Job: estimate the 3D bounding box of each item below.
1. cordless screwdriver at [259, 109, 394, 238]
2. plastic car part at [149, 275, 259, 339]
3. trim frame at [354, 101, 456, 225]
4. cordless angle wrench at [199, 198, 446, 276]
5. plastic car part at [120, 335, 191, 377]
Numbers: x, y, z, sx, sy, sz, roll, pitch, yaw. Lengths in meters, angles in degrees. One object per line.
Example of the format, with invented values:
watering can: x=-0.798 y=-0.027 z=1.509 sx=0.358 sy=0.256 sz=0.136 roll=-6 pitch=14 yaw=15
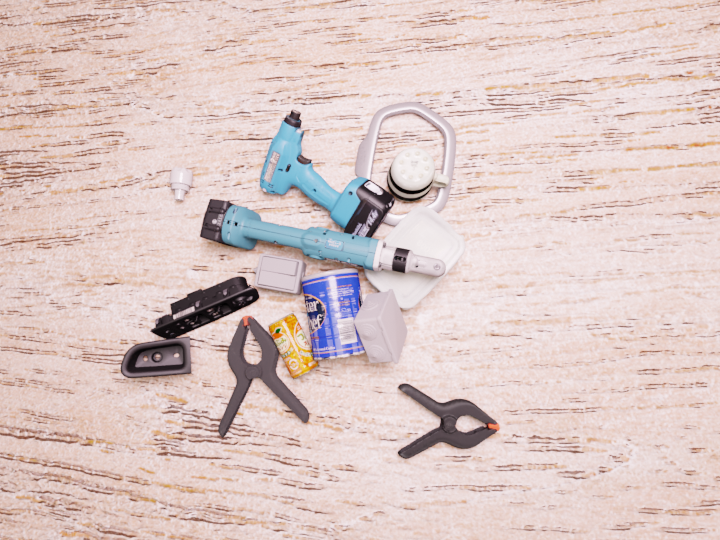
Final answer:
cordless screwdriver: x=-0.058 y=-0.166 z=0.756 sx=0.254 sy=0.073 sz=0.158 roll=32 pitch=121 yaw=10
plastic car part: x=-0.284 y=0.064 z=0.785 sx=0.204 sy=0.063 sz=0.070 roll=-19 pitch=56 yaw=4
trim frame: x=0.083 y=-0.205 z=0.803 sx=0.186 sy=0.027 sz=0.250 roll=8 pitch=83 yaw=6
cordless angle wrench: x=-0.071 y=-0.046 z=0.722 sx=0.436 sy=0.094 sz=0.074 roll=12 pitch=86 yaw=17
plastic car part: x=-0.366 y=0.158 z=0.768 sx=0.114 sy=0.071 sz=0.067 roll=-4 pitch=81 yaw=-12
